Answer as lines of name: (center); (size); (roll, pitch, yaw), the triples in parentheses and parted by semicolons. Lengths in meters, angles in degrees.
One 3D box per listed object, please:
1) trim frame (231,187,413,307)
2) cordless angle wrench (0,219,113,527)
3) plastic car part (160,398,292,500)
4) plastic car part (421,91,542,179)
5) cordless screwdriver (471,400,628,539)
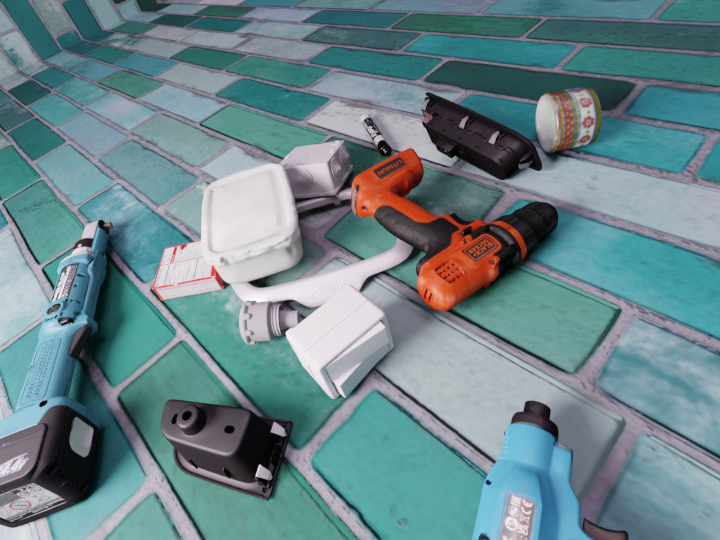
trim frame: (-0.053, -0.034, 0.538); (0.249, 0.026, 0.192); (-17, 44, 1)
cordless angle wrench: (-0.360, 0.064, 0.524); (0.098, 0.071, 0.444); (-22, 43, -4)
plastic car part: (-0.129, 0.143, 0.369); (0.120, 0.068, 0.067); (4, 48, 18)
plastic car part: (0.150, -0.182, 0.581); (0.067, 0.063, 0.215); (-41, 48, -8)
cordless screwdriver: (0.194, 0.176, 0.228); (0.260, 0.071, 0.159); (8, 51, 30)
